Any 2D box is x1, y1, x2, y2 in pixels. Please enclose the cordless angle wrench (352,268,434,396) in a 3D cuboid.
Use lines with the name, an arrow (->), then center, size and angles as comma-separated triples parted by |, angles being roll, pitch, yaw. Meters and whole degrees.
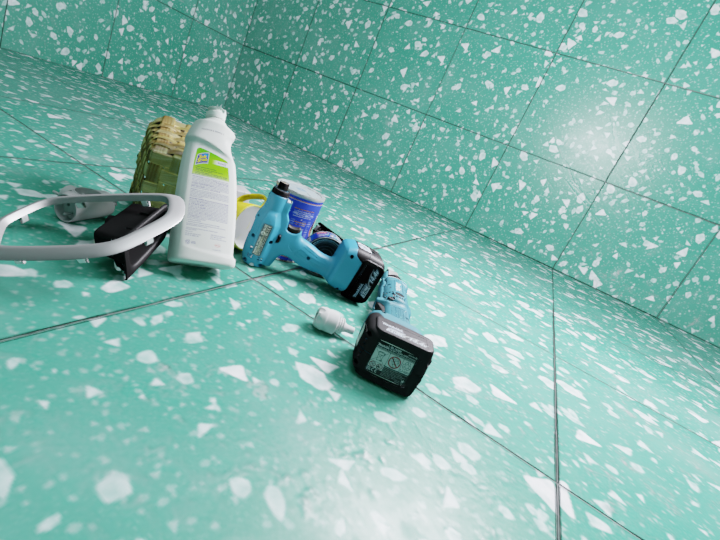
cordless angle wrench -> 0.056, 0.065, 0.744 | 0.098, 0.074, 0.424 | 23, 15, -2

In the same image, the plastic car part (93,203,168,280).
plastic car part -> -0.318, -0.054, 0.580 | 0.071, 0.065, 0.119 | 14, 37, -2

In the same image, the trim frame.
trim frame -> -0.344, -0.060, 0.532 | 0.250, 0.026, 0.189 | -3, 34, 4

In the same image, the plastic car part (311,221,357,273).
plastic car part -> -0.050, -0.031, 0.904 | 0.064, 0.065, 0.214 | -10, 36, -45

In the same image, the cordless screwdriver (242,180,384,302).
cordless screwdriver -> -0.075, -0.049, 0.765 | 0.244, 0.158, 0.076 | 22, 17, -11
